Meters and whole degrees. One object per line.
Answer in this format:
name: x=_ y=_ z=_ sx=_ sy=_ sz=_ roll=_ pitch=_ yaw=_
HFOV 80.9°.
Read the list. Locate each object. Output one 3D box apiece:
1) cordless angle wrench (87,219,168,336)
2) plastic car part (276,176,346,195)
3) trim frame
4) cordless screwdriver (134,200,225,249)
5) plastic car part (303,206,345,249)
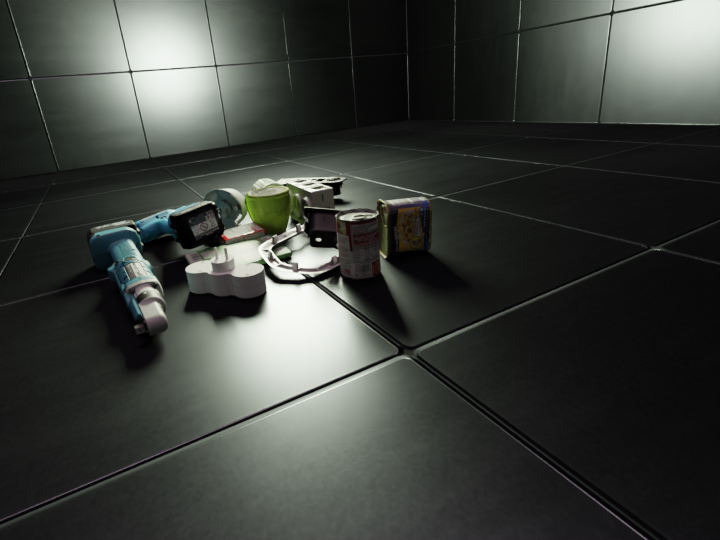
cordless angle wrench: x=-0.388 y=0.004 z=0.717 sx=0.095 sy=0.072 sz=0.447 roll=-19 pitch=29 yaw=-30
plastic car part: x=-0.139 y=-0.234 z=1.201 sx=0.208 sy=0.066 sz=0.066 roll=-3 pitch=15 yaw=14
trim frame: x=-0.078 y=-0.051 z=0.802 sx=0.193 sy=0.027 sz=0.242 roll=17 pitch=29 yaw=29
cordless screwdriver: x=-0.386 y=-0.110 z=0.935 sx=0.262 sy=0.072 sz=0.156 roll=5 pitch=31 yaw=43
plastic car part: x=-0.047 y=-0.067 z=0.758 sx=0.117 sy=0.064 sz=0.073 roll=5 pitch=41 yaw=1
